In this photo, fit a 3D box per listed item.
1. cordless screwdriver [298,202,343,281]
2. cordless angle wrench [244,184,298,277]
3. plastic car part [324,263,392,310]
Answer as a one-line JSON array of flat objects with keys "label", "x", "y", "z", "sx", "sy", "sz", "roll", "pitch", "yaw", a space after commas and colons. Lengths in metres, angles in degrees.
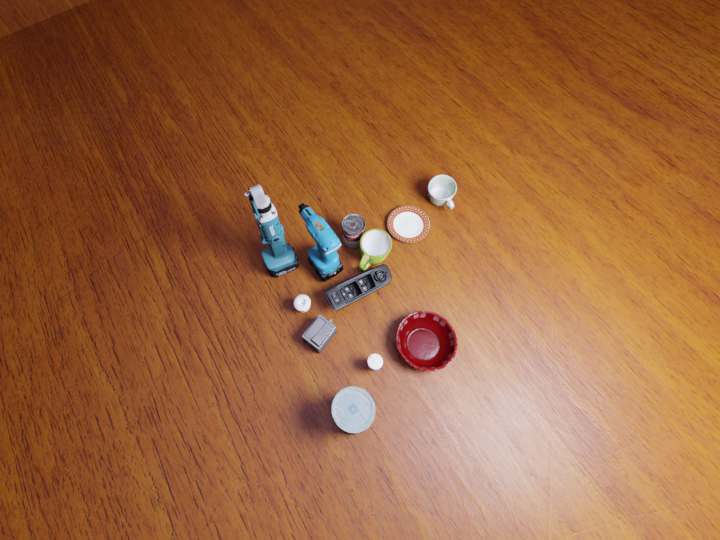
[{"label": "cordless screwdriver", "x": -0.116, "y": -0.076, "z": 1.182, "sx": 0.073, "sy": 0.242, "sz": 0.165, "roll": -31, "pitch": 70, "yaw": -14}, {"label": "cordless angle wrench", "x": -0.233, "y": -0.100, "z": 1.107, "sx": 0.097, "sy": 0.412, "sz": 0.077, "roll": -23, "pitch": 70, "yaw": -11}, {"label": "plastic car part", "x": -0.001, "y": 0.051, "z": 1.213, "sx": 0.201, "sy": 0.065, "sz": 0.069, "roll": -28, "pitch": 69, "yaw": -9}]
